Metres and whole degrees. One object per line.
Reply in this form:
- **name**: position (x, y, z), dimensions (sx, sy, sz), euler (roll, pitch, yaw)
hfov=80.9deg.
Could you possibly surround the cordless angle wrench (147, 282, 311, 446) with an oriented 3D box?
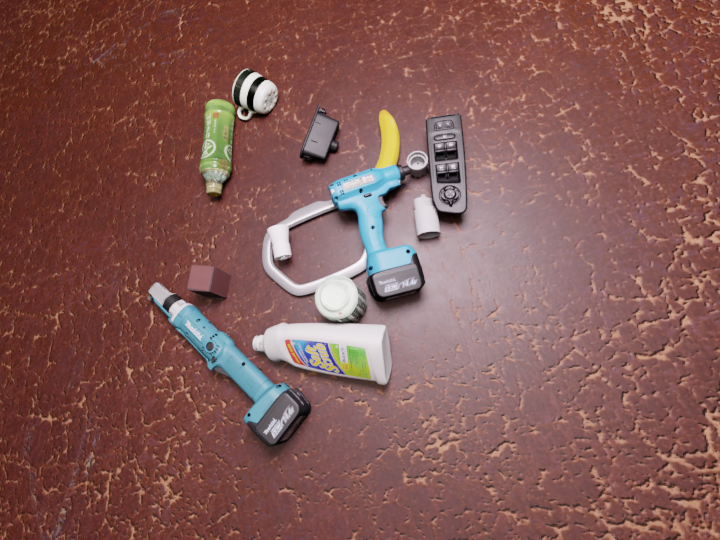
- **cordless angle wrench**: position (-0.279, 0.153, 0.822), dimensions (0.441, 0.071, 0.098), euler (36, 85, 23)

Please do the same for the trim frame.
- **trim frame**: position (-0.083, -0.054, 0.852), dimensions (0.251, 0.026, 0.189), euler (-24, 71, 9)

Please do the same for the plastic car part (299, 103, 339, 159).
- **plastic car part**: position (-0.079, -0.282, 0.904), dimensions (0.071, 0.065, 0.117), euler (16, 82, 2)

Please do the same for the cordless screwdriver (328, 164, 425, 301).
- **cordless screwdriver**: position (0.053, -0.076, 0.784), dimensions (0.159, 0.073, 0.254), euler (-20, 76, -3)

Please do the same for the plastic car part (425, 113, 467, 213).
- **plastic car part**: position (0.162, -0.194, 0.805), dimensions (0.067, 0.065, 0.207), euler (-2, 70, 4)
